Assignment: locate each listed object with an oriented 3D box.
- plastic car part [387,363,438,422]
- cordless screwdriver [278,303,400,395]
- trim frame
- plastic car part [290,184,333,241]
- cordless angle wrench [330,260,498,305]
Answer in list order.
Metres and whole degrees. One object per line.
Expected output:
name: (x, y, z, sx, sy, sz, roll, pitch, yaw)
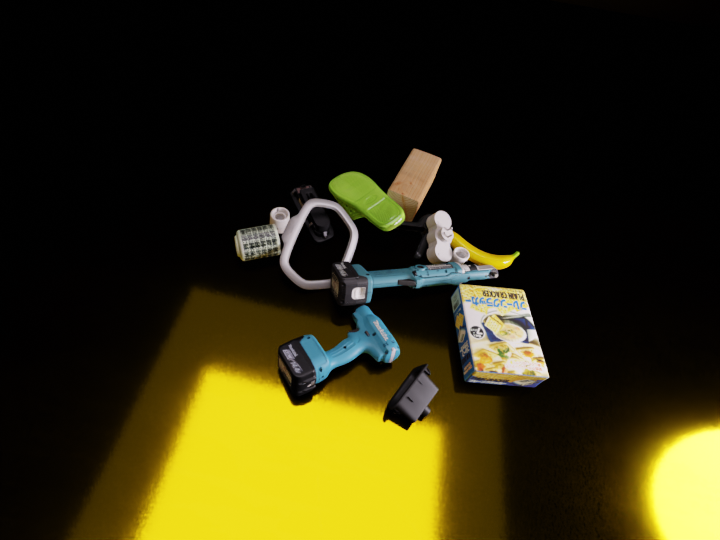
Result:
plastic car part: (0.113, 0.257, 0.855, 0.072, 0.066, 0.115, 40, 61, 3)
cordless screwdriver: (-0.057, 0.155, 0.904, 0.242, 0.072, 0.168, -16, 47, -22)
trim frame: (-0.103, -0.067, 1.052, 0.180, 0.028, 0.250, 25, 68, -12)
plastic car part: (-0.126, -0.166, 1.150, 0.064, 0.066, 0.212, -11, 57, -24)
cordless angle wrench: (0.140, 0.016, 1.022, 0.414, 0.073, 0.102, -5, 27, -15)
